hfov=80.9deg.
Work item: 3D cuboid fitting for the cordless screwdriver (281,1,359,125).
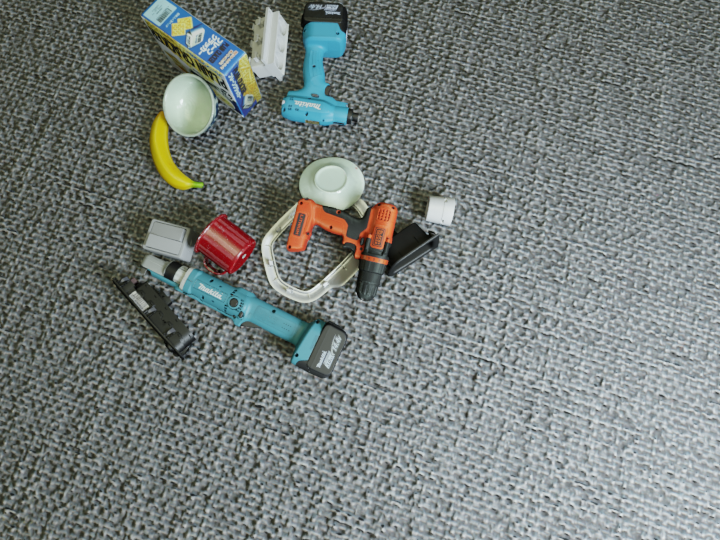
[{"bbox_3d":[-0.066,-0.424,0.884,0.160,0.073,0.250,9,83,3],"label":"cordless screwdriver"}]

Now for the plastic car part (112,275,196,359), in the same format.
[{"bbox_3d":[-0.384,0.085,0.804,0.066,0.066,0.207,-35,77,-32],"label":"plastic car part"}]

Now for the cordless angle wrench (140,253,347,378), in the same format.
[{"bbox_3d":[-0.231,0.065,0.795,0.431,0.073,0.098,25,81,9],"label":"cordless angle wrench"}]

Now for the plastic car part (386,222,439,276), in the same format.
[{"bbox_3d":[0.084,-0.049,0.812,0.116,0.063,0.074,-30,66,-1],"label":"plastic car part"}]

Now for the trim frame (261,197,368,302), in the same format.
[{"bbox_3d":[-0.081,-0.053,0.832,0.247,0.027,0.187,-44,81,-8],"label":"trim frame"}]
